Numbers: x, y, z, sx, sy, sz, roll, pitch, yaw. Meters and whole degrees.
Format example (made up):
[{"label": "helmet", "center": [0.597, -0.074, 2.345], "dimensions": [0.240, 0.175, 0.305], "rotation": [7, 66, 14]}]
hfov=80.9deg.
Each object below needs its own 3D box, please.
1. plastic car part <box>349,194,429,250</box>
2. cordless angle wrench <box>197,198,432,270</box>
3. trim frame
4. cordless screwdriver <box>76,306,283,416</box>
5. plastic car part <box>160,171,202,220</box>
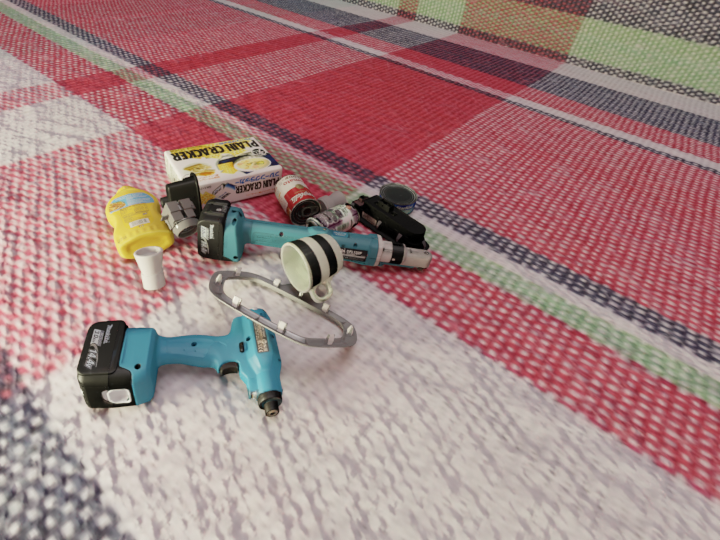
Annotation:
[{"label": "plastic car part", "center": [0.062, -0.104, 0.871], "dimensions": [0.064, 0.066, 0.213], "rotation": [-21, 51, -39]}, {"label": "cordless angle wrench", "center": [-0.075, -0.049, 0.768], "dimensions": [0.419, 0.096, 0.076], "rotation": [8, 38, -5]}, {"label": "trim frame", "center": [-0.118, 0.051, 0.644], "dimensions": [0.257, 0.027, 0.179], "rotation": [23, 12, 16]}, {"label": "cordless screwdriver", "center": [-0.227, 0.131, 0.555], "dimensions": [0.242, 0.073, 0.167], "rotation": [-4, 43, -19]}, {"label": "plastic car part", "center": [-0.337, -0.128, 0.794], "dimensions": [0.069, 0.113, 0.069], "rotation": [-20, 49, -25]}]
